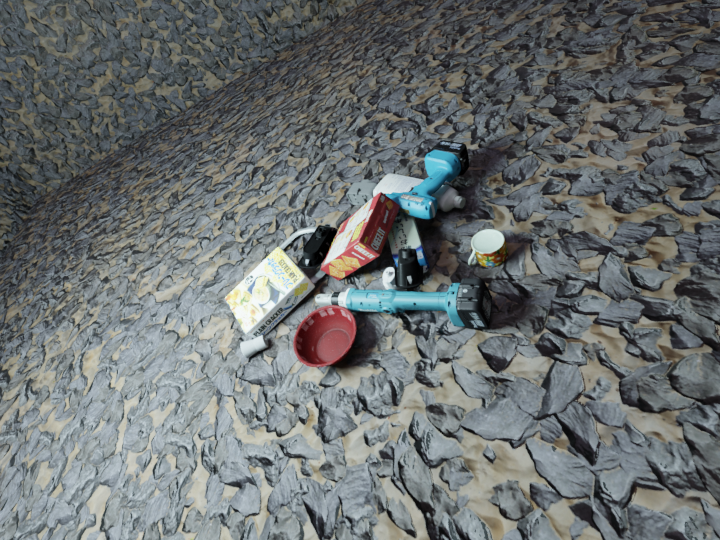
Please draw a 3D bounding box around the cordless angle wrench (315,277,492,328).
[{"bbox_3d":[0.069,0.071,0.965,0.442,0.093,0.075,-1,55,34],"label":"cordless angle wrench"}]

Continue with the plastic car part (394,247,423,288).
[{"bbox_3d":[0.103,-0.014,0.924,0.067,0.069,0.117,-4,19,9],"label":"plastic car part"}]

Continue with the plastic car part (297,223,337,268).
[{"bbox_3d":[-0.115,-0.075,1.179,0.067,0.065,0.204,15,41,8],"label":"plastic car part"}]

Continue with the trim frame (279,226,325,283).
[{"bbox_3d":[-0.170,-0.038,1.249,0.186,0.026,0.259,-25,42,11],"label":"trim frame"}]

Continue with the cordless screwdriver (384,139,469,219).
[{"bbox_3d":[0.167,-0.239,1.105,0.168,0.071,0.247,19,60,36],"label":"cordless screwdriver"}]
